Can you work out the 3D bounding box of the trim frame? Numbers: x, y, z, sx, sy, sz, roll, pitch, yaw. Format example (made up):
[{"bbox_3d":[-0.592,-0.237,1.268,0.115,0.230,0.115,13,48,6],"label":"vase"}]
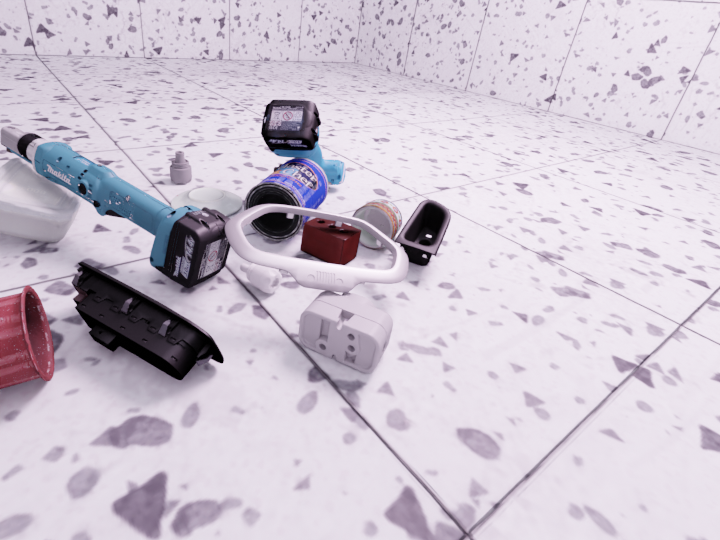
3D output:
[{"bbox_3d":[-0.055,-0.036,0.561,0.243,0.027,0.191,9,30,-14],"label":"trim frame"}]

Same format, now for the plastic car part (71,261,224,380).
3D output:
[{"bbox_3d":[-0.239,0.057,0.451,0.210,0.064,0.067,18,42,18],"label":"plastic car part"}]

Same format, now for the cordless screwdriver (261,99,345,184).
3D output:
[{"bbox_3d":[-0.129,-0.234,0.828,0.163,0.075,0.240,6,-11,12],"label":"cordless screwdriver"}]

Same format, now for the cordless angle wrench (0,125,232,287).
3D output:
[{"bbox_3d":[-0.374,-0.118,0.607,0.436,0.097,0.073,29,26,15],"label":"cordless angle wrench"}]

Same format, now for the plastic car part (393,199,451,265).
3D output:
[{"bbox_3d":[0.104,-0.053,0.685,0.068,0.069,0.116,20,49,18],"label":"plastic car part"}]
